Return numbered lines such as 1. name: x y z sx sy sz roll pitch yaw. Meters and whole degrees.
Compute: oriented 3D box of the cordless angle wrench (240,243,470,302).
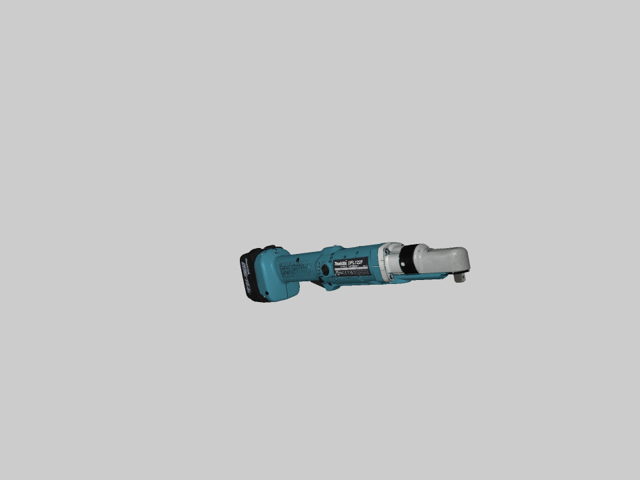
1. cordless angle wrench: 0.025 0.042 0.637 0.074 0.098 0.424 -13 3 -42
